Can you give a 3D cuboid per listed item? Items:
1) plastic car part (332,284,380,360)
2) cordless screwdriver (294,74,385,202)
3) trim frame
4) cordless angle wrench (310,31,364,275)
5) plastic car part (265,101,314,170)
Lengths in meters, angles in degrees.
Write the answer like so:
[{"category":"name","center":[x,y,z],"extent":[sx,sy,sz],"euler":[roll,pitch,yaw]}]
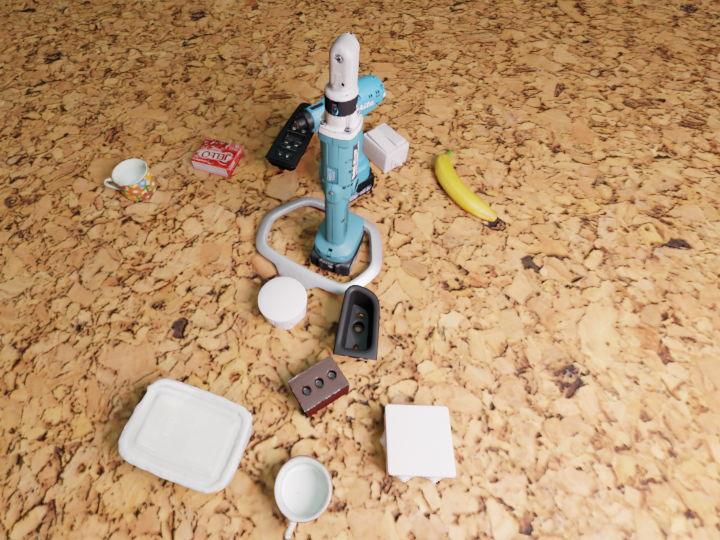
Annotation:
[{"category":"plastic car part","center":[-0.003,0.090,0.672],"extent":[0.066,0.069,0.119],"euler":[7,59,3]},{"category":"cordless screwdriver","center":[-0.041,-0.216,0.760],"extent":[0.157,0.242,0.077],"euler":[-31,66,-19]},{"category":"trim frame","center":[-0.077,-0.050,0.785],"extent":[0.256,0.027,0.184],"euler":[26,63,16]},{"category":"cordless angle wrench","center":[-0.030,-0.132,0.609],"extent":[0.076,0.411,0.098],"euler":[20,61,8]},{"category":"plastic car part","center":[-0.134,-0.281,0.906],"extent":[0.067,0.065,0.205],"euler":[14,60,7]}]
